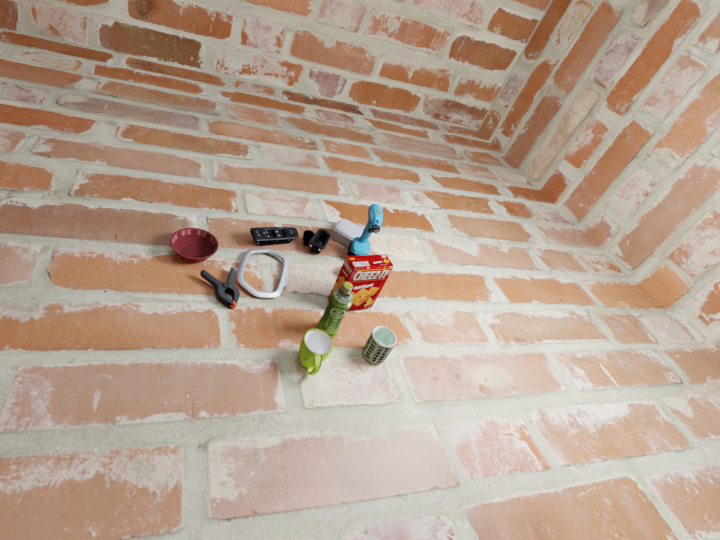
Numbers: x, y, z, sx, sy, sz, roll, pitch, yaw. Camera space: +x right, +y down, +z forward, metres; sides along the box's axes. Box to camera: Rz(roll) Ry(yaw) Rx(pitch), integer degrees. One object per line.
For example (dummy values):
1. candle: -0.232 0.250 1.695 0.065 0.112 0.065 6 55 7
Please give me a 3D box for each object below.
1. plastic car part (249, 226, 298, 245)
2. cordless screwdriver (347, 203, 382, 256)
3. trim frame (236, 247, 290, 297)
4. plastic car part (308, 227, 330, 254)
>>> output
1. plastic car part: -0.329 -0.128 1.628 0.195 0.066 0.070 -10 49 -35
2. cordless screwdriver: 0.021 -0.121 1.637 0.073 0.246 0.163 17 38 -12
3. trim frame: -0.338 0.005 1.494 0.181 0.027 0.255 14 38 -9
4. plastic car part: -0.164 -0.107 1.677 0.066 0.070 0.117 25 37 2
